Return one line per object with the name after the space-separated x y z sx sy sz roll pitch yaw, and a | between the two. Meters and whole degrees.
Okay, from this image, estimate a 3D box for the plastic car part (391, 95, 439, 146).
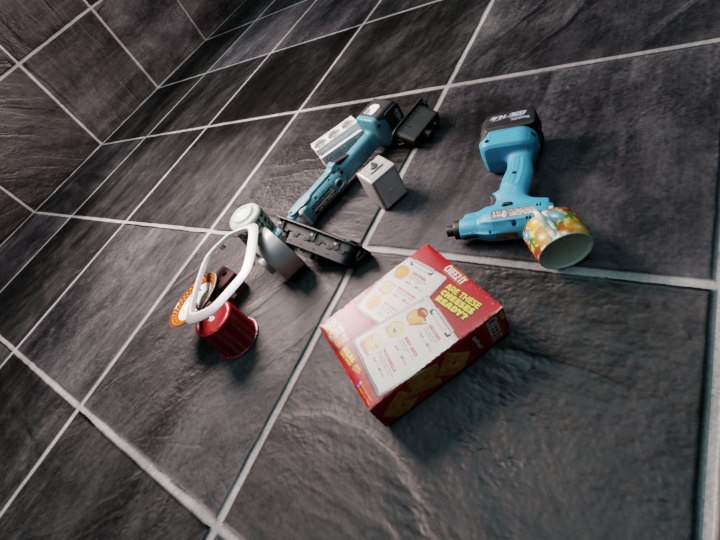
0.130 -0.312 0.926 0.075 0.063 0.116 29 75 31 | plastic car part

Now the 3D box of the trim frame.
-0.260 -0.001 0.798 0.186 0.026 0.258 -33 36 16 | trim frame

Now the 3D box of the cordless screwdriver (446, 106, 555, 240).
0.230 -0.155 0.709 0.165 0.070 0.253 -8 54 29 | cordless screwdriver

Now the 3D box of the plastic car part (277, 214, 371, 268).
-0.079 -0.052 0.811 0.213 0.063 0.067 17 77 29 | plastic car part

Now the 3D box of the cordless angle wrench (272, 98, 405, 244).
-0.060 -0.201 0.938 0.422 0.092 0.079 -50 43 -8 | cordless angle wrench
